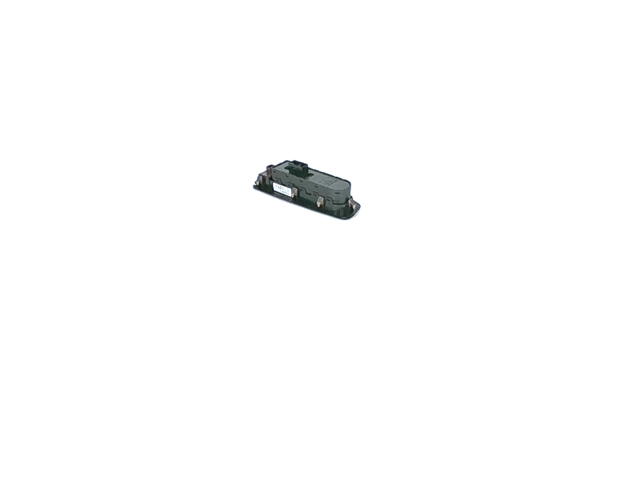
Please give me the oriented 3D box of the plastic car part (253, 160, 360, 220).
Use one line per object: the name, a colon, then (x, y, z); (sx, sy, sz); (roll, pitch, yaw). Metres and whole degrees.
plastic car part: (-0.020, -0.091, 0.699); (0.204, 0.067, 0.066); (28, 36, 31)
